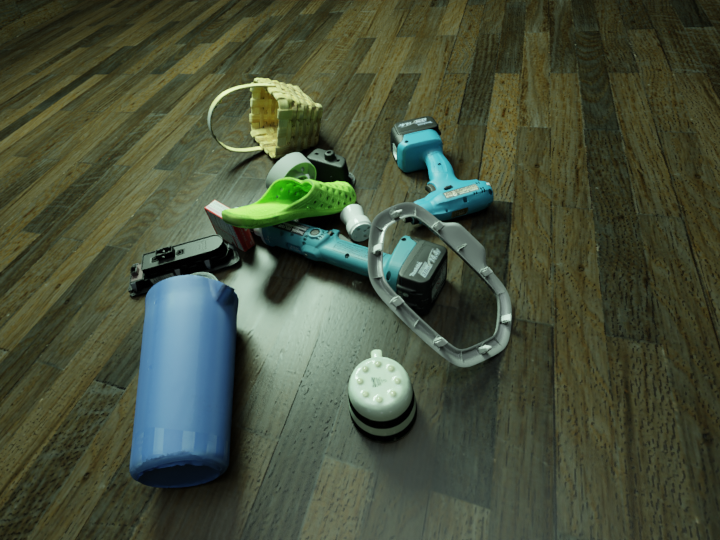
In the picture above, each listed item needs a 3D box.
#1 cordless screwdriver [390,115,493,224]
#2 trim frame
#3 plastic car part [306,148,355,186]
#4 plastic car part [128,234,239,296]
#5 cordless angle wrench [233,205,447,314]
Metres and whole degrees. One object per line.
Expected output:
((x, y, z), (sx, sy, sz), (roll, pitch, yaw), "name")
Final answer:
((0.119, -0.188, 0.805), (0.158, 0.071, 0.260), (-18, 51, -5), "cordless screwdriver")
((0.111, 0.012, 0.567), (0.248, 0.028, 0.183), (42, 55, -1), "trim frame")
((-0.065, -0.215, 0.868), (0.123, 0.068, 0.065), (23, 57, 31), "plastic car part")
((-0.320, -0.020, 0.755), (0.202, 0.064, 0.069), (-13, 41, -4), "plastic car part")
((-0.070, -0.046, 0.720), (0.444, 0.071, 0.097), (19, 52, 29), "cordless angle wrench")
